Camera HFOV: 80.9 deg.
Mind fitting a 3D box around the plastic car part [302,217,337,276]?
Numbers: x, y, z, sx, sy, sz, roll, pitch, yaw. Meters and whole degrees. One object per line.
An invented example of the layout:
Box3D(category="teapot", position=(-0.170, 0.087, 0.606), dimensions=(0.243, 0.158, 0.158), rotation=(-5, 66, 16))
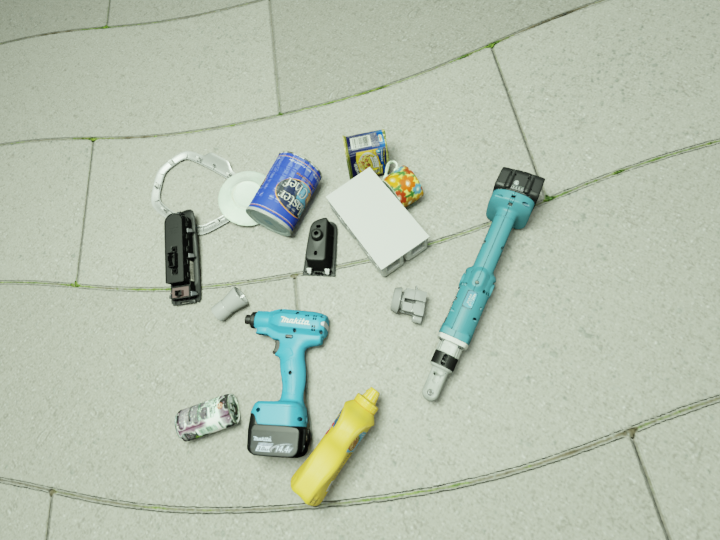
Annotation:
Box3D(category="plastic car part", position=(-0.080, -0.053, 0.823), dimensions=(0.067, 0.069, 0.118), rotation=(2, 74, 9))

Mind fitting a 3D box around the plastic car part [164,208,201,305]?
Box3D(category="plastic car part", position=(-0.376, -0.034, 0.873), dimensions=(0.068, 0.064, 0.207), rotation=(-12, 72, 15))

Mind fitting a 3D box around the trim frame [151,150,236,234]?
Box3D(category="trim frame", position=(-0.371, -0.184, 0.957), dimensions=(0.259, 0.026, 0.184), rotation=(29, 77, 22))

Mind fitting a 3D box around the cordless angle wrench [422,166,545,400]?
Box3D(category="cordless angle wrench", position=(0.200, 0.024, 0.728), dimensions=(0.077, 0.094, 0.424), rotation=(22, 79, 19))

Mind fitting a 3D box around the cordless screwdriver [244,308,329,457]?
Box3D(category="cordless screwdriver", position=(-0.150, 0.190, 0.747), dimensions=(0.163, 0.071, 0.253), rotation=(2, 67, 12))
